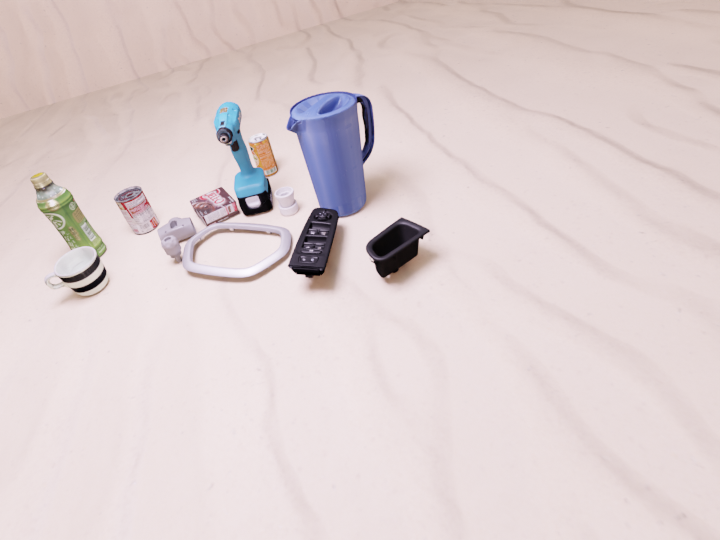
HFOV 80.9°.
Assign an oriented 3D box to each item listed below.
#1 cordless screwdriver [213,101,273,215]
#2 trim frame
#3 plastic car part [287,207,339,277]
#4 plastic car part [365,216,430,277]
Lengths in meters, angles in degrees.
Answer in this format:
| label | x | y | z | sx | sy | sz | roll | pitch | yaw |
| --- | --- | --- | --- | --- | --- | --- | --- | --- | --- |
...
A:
| label | x | y | z | sx | sy | sz | roll | pitch | yaw |
| --- | --- | --- | --- | --- | --- | --- | --- | --- | --- |
| cordless screwdriver | -0.262 | -0.232 | 0.937 | 0.074 | 0.238 | 0.166 | -13 | 40 | -1 |
| trim frame | -0.264 | -0.050 | 0.895 | 0.257 | 0.026 | 0.186 | 3 | 44 | 21 |
| plastic car part | -0.079 | -0.052 | 0.810 | 0.068 | 0.064 | 0.207 | -4 | 42 | 12 |
| plastic car part | 0.060 | -0.031 | 0.742 | 0.115 | 0.068 | 0.070 | -37 | 45 | -25 |
